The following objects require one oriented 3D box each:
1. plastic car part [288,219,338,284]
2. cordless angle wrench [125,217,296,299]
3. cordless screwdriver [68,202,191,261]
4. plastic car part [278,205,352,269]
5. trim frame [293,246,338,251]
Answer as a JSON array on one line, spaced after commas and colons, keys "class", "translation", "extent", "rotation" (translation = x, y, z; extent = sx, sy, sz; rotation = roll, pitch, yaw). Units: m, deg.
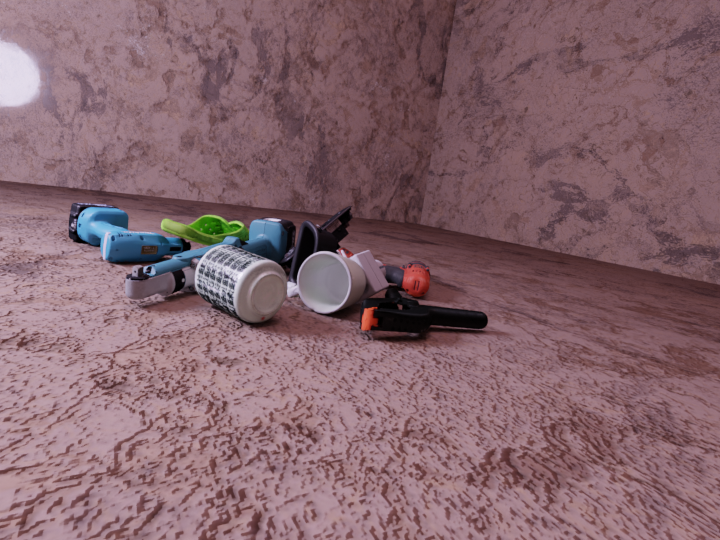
[{"class": "plastic car part", "translation": [-0.070, -0.020, 0.705], "extent": [0.067, 0.116, 0.070], "rotation": [11, 4, -42]}, {"class": "cordless angle wrench", "translation": [-0.222, -0.020, 0.696], "extent": [0.076, 0.097, 0.416], "rotation": [10, 14, 13]}, {"class": "cordless screwdriver", "translation": [-0.460, -0.072, 0.832], "extent": [0.263, 0.074, 0.152], "rotation": [20, 14, 37]}, {"class": "plastic car part", "translation": [-0.083, -0.054, 0.850], "extent": [0.069, 0.066, 0.199], "rotation": [-13, 21, 49]}, {"class": "trim frame", "translation": [-0.114, -0.049, 0.995], "extent": [0.178, 0.027, 0.257], "rotation": [8, 3, -21]}]
